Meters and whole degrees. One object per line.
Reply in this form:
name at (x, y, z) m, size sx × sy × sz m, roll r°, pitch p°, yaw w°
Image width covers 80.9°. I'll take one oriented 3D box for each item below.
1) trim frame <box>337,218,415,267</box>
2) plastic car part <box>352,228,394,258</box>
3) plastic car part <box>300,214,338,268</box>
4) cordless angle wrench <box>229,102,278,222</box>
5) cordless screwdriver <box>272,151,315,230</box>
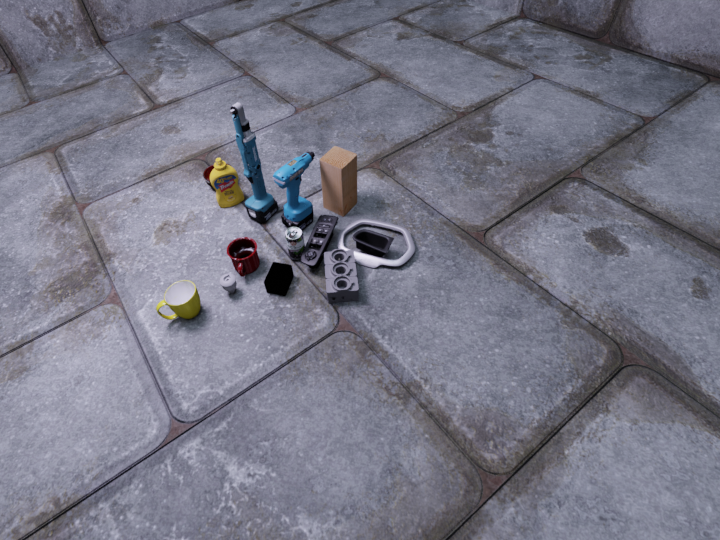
trim frame at (0.047, -0.087, 1.330) m, size 0.256 × 0.026 × 0.185 m, roll 14°, pitch 53°, yaw 17°
plastic car part at (0.035, -0.076, 1.294) m, size 0.121 × 0.068 × 0.066 m, roll 20°, pitch 54°, yaw 20°
plastic car part at (-0.129, -0.084, 1.320) m, size 0.068 × 0.065 × 0.204 m, roll 12°, pitch 52°, yaw 13°
cordless angle wrench at (-0.340, -0.329, 1.322) m, size 0.077 × 0.408 × 0.097 m, roll 26°, pitch 55°, yaw 21°
cordless screwdriver at (-0.195, -0.252, 1.353) m, size 0.078 × 0.240 × 0.157 m, roll 30°, pitch 57°, yaw 24°
